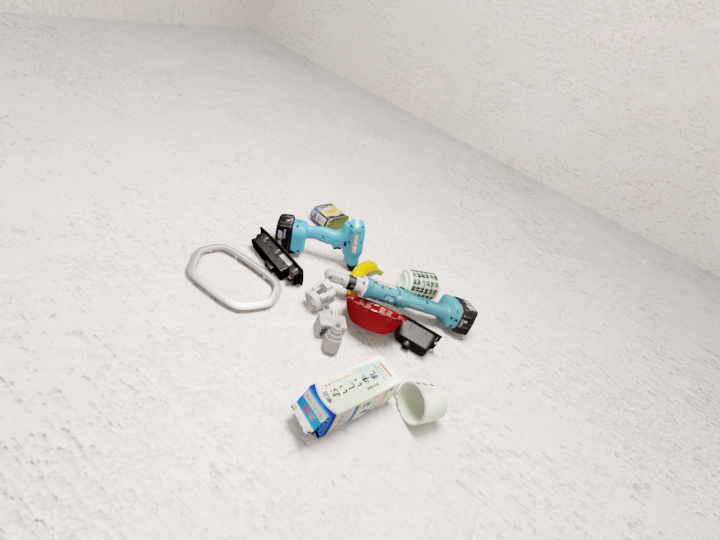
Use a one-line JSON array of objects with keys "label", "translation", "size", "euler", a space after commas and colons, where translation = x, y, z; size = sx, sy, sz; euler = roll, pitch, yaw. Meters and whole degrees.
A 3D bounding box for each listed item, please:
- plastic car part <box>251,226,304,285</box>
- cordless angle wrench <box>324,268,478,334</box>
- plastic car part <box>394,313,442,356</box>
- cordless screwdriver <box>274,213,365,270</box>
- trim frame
[{"label": "plastic car part", "translation": [-0.228, -0.034, 1.124], "size": [0.066, 0.064, 0.213], "euler": [-29, 58, -20]}, {"label": "cordless angle wrench", "translation": [0.103, 0.070, 1.122], "size": [0.413, 0.074, 0.101], "euler": [17, 19, -12]}, {"label": "plastic car part", "translation": [0.131, 0.171, 1.055], "size": [0.119, 0.065, 0.070], "euler": [28, 49, 12]}, {"label": "cordless screwdriver", "translation": [-0.117, -0.076, 1.195], "size": [0.249, 0.155, 0.076], "euler": [6, 33, 1]}, {"label": "trim frame", "translation": [-0.309, 0.013, 1.040], "size": [0.256, 0.027, 0.181], "euler": [31, 37, 14]}]
